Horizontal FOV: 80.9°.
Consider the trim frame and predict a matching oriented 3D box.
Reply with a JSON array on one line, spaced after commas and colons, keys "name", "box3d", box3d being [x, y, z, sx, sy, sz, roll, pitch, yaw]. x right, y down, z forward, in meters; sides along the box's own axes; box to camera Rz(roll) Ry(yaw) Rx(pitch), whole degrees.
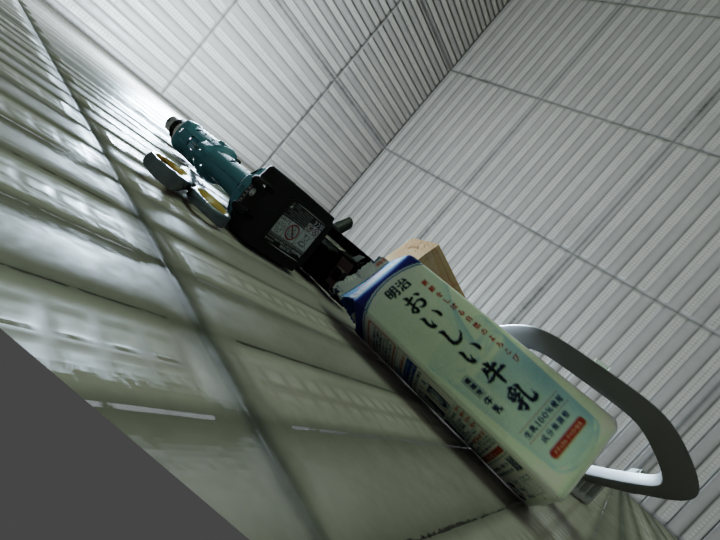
[{"name": "trim frame", "box3d": [0.166, 0.129, 0.395, 0.186, 0.027, 0.250, 55, -26, 4]}]

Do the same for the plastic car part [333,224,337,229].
[{"name": "plastic car part", "box3d": [-0.061, -0.040, 0.627, 0.062, 0.071, 0.123, 39, 6, -39]}]

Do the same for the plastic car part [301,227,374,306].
[{"name": "plastic car part", "box3d": [-0.077, -0.040, 0.528, 0.063, 0.066, 0.214, 9, 26, -49]}]

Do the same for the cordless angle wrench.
[{"name": "cordless angle wrench", "box3d": [-0.191, -0.143, 0.562, 0.448, 0.074, 0.092, 40, 1, 43]}]
